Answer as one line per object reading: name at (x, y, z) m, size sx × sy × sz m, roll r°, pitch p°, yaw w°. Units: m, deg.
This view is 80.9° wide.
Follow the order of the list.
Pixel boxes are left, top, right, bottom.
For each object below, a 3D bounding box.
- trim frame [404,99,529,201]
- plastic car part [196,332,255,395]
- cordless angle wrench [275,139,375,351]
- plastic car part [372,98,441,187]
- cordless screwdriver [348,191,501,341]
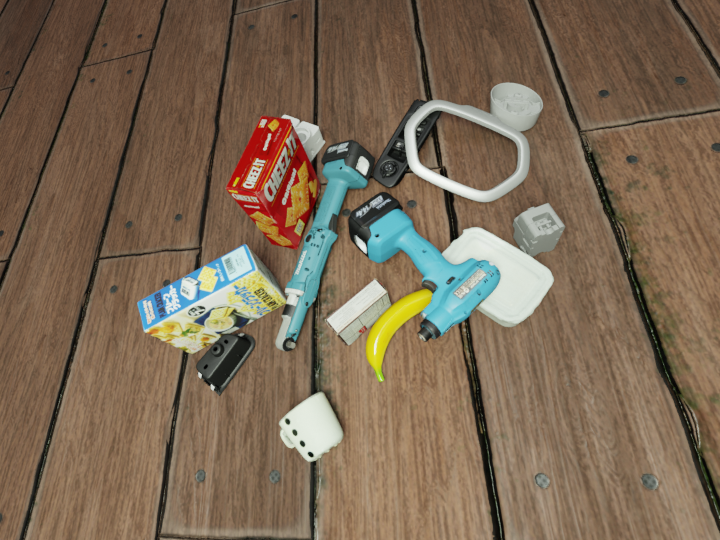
trim frame at (0.204, -0.236, 0.820) m, size 0.253 × 0.027 × 0.184 m, roll 24°, pitch 83°, yaw 8°
plastic car part at (-0.253, 0.157, 0.769) m, size 0.069 × 0.068 × 0.116 m, roll 32°, pitch 79°, yaw 23°
cordless angle wrench at (-0.080, -0.052, 0.817) m, size 0.103 × 0.070 × 0.426 m, roll 1°, pitch 67°, yaw 46°
plastic car part at (0.093, -0.253, 0.873) m, size 0.069 × 0.065 × 0.203 m, roll 29°, pitch 79°, yaw 16°
cordless screwdriver at (0.076, -0.011, 0.684) m, size 0.158 × 0.071 × 0.261 m, roll -40°, pitch 60°, yaw -17°
